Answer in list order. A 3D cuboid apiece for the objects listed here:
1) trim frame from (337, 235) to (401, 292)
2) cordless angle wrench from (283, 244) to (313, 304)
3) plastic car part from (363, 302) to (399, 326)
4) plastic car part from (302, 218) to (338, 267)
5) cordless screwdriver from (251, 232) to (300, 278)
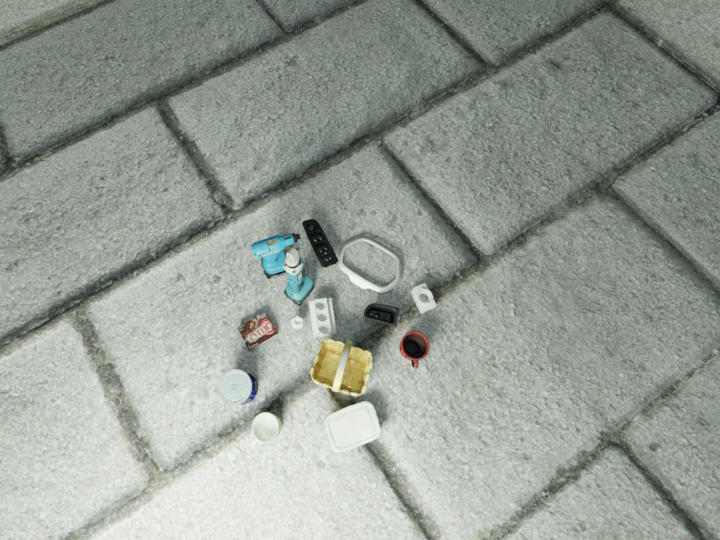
[{"bbox_3d":[0.034,-0.023,1.541,0.254,0.027,0.184,30,73,11],"label":"trim frame"},{"bbox_3d":[-0.202,0.014,1.323,0.076,0.416,0.097,37,73,7],"label":"cordless angle wrench"},{"bbox_3d":[0.068,0.153,1.452,0.117,0.069,0.067,12,71,3],"label":"plastic car part"},{"bbox_3d":[-0.152,-0.099,1.550,0.066,0.066,0.209,-24,72,-10],"label":"plastic car part"},{"bbox_3d":[-0.276,-0.056,1.440,0.158,0.244,0.076,-19,75,-9],"label":"cordless screwdriver"}]
